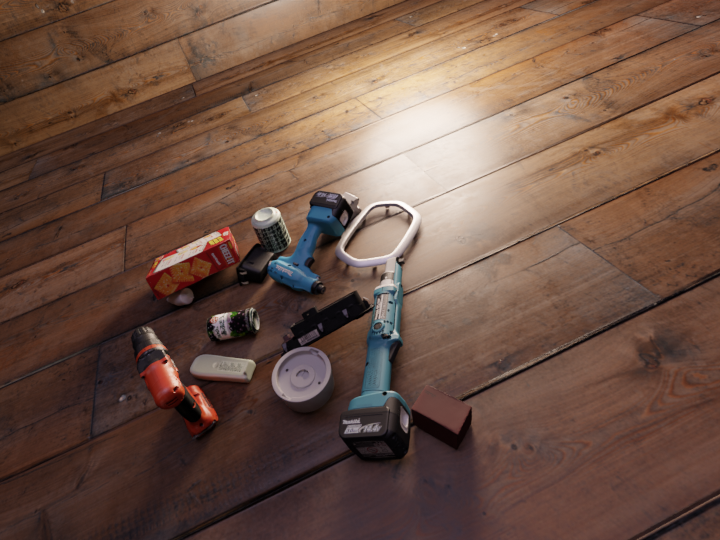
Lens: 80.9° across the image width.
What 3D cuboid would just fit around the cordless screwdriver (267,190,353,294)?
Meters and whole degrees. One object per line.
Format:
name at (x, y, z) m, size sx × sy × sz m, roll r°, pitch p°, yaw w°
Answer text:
cordless screwdriver at (-0.097, -0.063, 0.992) m, size 0.168 × 0.070 × 0.249 m, roll 20°, pitch 71°, yaw 34°

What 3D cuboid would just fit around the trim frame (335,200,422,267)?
trim frame at (0.043, -0.093, 1.037) m, size 0.193 × 0.026 × 0.248 m, roll 13°, pitch 53°, yaw 29°

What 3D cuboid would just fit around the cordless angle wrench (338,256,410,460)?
cordless angle wrench at (0.045, 0.121, 0.783) m, size 0.101 × 0.071 × 0.431 m, roll -17°, pitch 37°, yaw 24°

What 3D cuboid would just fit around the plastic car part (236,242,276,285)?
plastic car part at (-0.246, -0.015, 1.041) m, size 0.073 × 0.064 × 0.116 m, roll 19°, pitch 49°, yaw 14°

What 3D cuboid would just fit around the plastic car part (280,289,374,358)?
plastic car part at (-0.069, 0.096, 0.816) m, size 0.205 × 0.065 × 0.068 m, roll -26°, pitch 83°, yaw 8°
